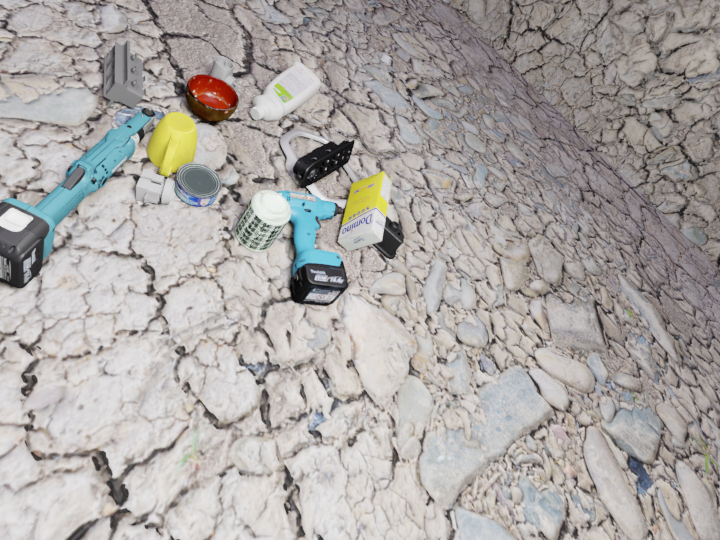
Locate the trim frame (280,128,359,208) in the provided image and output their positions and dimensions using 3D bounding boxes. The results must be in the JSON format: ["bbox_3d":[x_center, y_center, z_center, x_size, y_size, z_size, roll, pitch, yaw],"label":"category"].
[{"bbox_3d":[-0.095,-0.248,1.021,0.178,0.028,0.254,-22,73,-42],"label":"trim frame"}]

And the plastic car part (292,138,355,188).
[{"bbox_3d":[-0.088,-0.255,0.974,0.068,0.066,0.201,35,45,5],"label":"plastic car part"}]

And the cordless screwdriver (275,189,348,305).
[{"bbox_3d":[-0.083,-0.054,0.851,0.152,0.074,0.259,3,53,-30],"label":"cordless screwdriver"}]

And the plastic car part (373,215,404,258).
[{"bbox_3d":[0.056,-0.091,0.969,0.118,0.071,0.065,42,46,4],"label":"plastic car part"}]

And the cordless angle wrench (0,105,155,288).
[{"bbox_3d":[-0.445,-0.159,0.692,0.072,0.099,0.431,27,42,-17],"label":"cordless angle wrench"}]
